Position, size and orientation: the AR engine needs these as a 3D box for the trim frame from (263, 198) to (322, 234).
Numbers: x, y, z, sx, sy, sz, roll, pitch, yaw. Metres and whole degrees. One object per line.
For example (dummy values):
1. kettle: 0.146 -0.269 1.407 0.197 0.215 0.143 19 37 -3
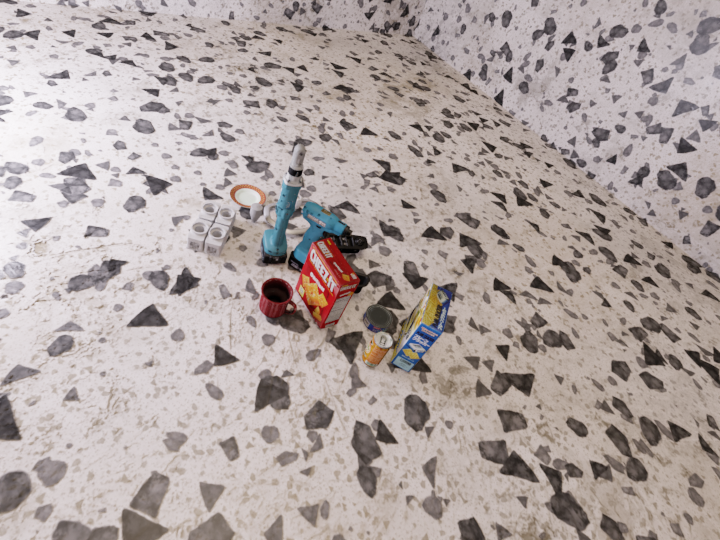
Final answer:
1. trim frame: -0.229 -0.198 1.520 0.240 0.027 0.193 -17 56 -32

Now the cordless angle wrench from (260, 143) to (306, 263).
1. cordless angle wrench: -0.220 -0.183 1.231 0.072 0.419 0.102 2 49 -23

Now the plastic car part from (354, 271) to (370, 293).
1. plastic car part: -0.036 0.043 1.330 0.115 0.070 0.068 14 45 -8

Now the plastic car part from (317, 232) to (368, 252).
1. plastic car part: -0.068 -0.087 1.445 0.196 0.066 0.069 -1 50 -21

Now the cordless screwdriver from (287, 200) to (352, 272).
1. cordless screwdriver: -0.126 -0.083 1.292 0.162 0.246 0.074 32 44 7
